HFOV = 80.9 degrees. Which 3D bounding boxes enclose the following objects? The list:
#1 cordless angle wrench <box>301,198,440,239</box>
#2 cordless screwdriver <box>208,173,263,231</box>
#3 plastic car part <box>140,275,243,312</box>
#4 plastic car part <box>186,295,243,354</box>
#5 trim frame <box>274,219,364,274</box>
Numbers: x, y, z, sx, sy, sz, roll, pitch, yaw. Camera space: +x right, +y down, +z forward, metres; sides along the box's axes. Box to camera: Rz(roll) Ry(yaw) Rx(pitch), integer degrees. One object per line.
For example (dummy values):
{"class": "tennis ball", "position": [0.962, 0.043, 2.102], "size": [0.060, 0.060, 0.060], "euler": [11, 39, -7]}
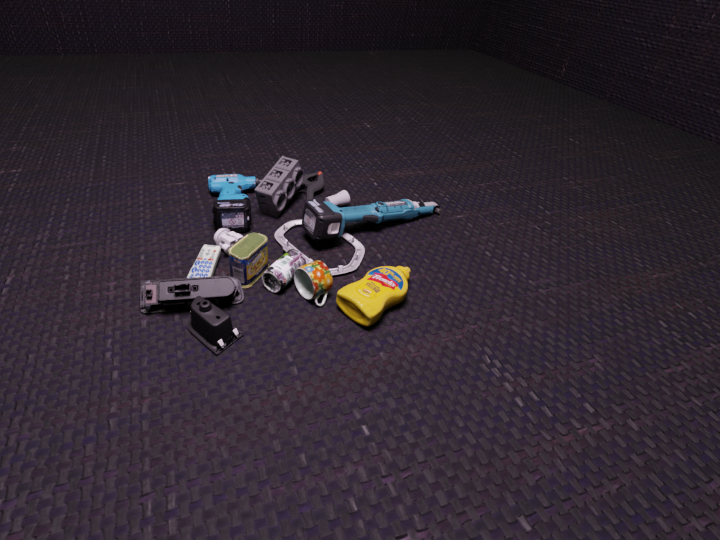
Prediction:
{"class": "cordless angle wrench", "position": [0.048, -0.154, 1.127], "size": [0.407, 0.073, 0.103], "euler": [-11, 39, -31]}
{"class": "cordless screwdriver", "position": [-0.334, -0.199, 1.162], "size": [0.156, 0.072, 0.261], "euler": [-7, 36, -15]}
{"class": "plastic car part", "position": [-0.339, 0.039, 0.854], "size": [0.198, 0.067, 0.068], "euler": [-2, 66, -16]}
{"class": "plastic car part", "position": [-0.286, 0.091, 0.801], "size": [0.122, 0.069, 0.064], "euler": [30, 43, 24]}
{"class": "trim frame", "position": [-0.103, -0.067, 1.052], "size": [0.179, 0.027, 0.262], "euler": [-28, 50, -33]}
